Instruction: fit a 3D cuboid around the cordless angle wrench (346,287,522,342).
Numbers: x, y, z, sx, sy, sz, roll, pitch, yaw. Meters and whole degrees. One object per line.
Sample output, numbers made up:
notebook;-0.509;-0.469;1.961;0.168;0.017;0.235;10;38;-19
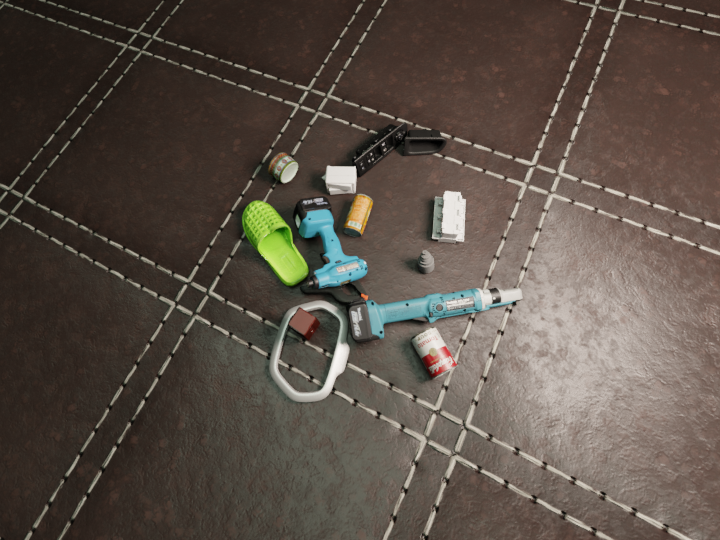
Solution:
cordless angle wrench;0.180;0.088;1.015;0.422;0.075;0.098;-10;92;-2

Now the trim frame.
trim frame;-0.122;0.193;1.036;0.188;0.026;0.251;11;69;11

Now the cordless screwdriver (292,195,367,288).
cordless screwdriver;-0.105;-0.069;1.077;0.154;0.073;0.259;-17;62;-26

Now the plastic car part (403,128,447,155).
plastic car part;0.179;-0.374;1.206;0.117;0.064;0.073;-4;56;1

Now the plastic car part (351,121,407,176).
plastic car part;0.051;-0.355;1.213;0.202;0.063;0.071;-37;46;-7
